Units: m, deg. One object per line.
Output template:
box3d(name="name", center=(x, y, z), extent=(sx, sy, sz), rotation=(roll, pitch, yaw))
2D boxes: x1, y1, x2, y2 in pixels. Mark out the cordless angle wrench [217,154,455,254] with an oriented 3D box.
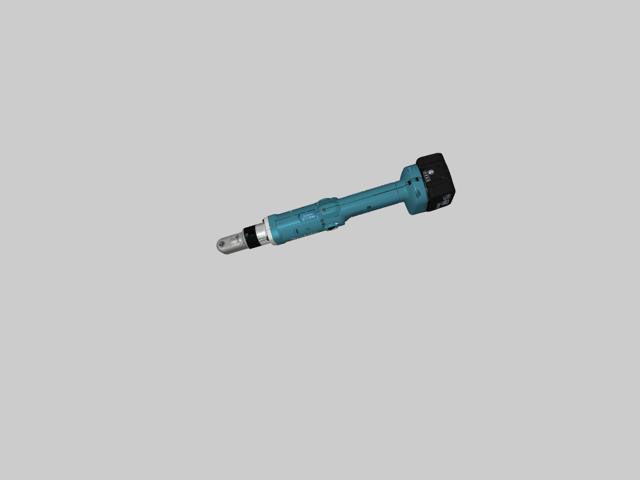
box3d(name="cordless angle wrench", center=(0.015, -0.045, 0.749), extent=(0.423, 0.074, 0.098), rotation=(-16, -15, 6))
